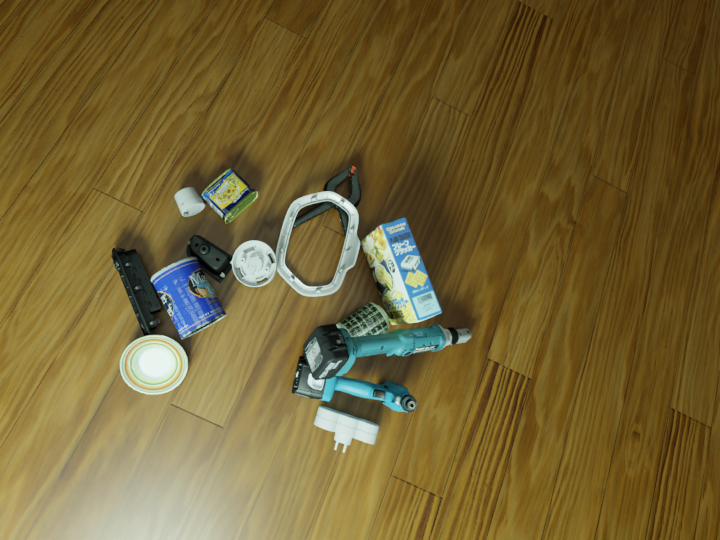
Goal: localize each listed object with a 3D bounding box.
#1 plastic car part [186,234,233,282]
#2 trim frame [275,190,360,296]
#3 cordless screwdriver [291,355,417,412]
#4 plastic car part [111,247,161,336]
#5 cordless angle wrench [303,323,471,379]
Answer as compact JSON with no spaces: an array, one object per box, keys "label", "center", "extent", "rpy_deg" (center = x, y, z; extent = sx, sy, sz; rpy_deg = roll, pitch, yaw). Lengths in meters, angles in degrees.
[{"label":"plastic car part","center":[-0.335,-0.036,0.927],"extent":[0.116,0.072,0.066],"rpy_deg":[37,72,-5]},{"label":"trim frame","center":[-0.095,-0.062,0.976],"extent":[0.182,0.028,0.249],"rpy_deg":[16,85,-6]},{"label":"cordless screwdriver","center":[-0.014,0.243,0.873],"extent":[0.246,0.160,0.075],"rpy_deg":[14,80,-7]},{"label":"plastic car part","center":[-0.468,0.035,0.892],"extent":[0.065,0.067,0.205],"rpy_deg":[-27,84,-26]},{"label":"cordless angle wrench","center":[0.085,0.153,0.893],"extent":[0.405,0.098,0.078],"rpy_deg":[-1,50,-32]}]
